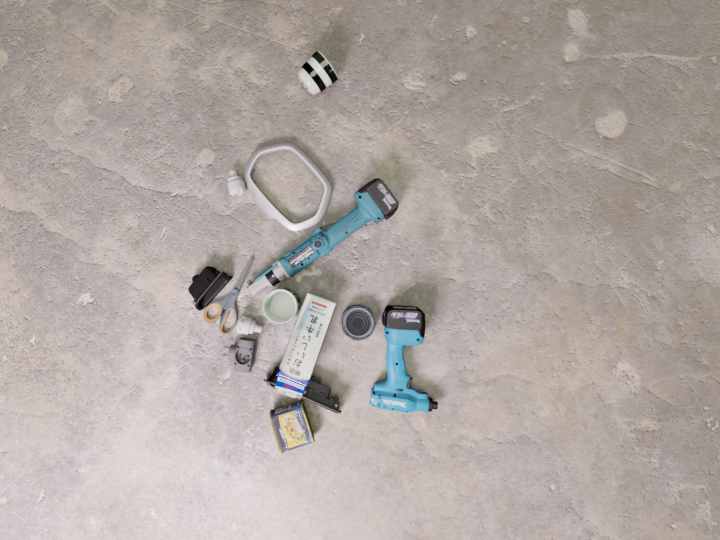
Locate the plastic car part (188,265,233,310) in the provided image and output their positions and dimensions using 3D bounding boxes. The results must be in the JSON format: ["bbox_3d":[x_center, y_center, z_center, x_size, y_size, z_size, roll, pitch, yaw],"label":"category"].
[{"bbox_3d":[-0.389,0.034,1.058,0.116,0.064,0.073,-45,72,3],"label":"plastic car part"}]

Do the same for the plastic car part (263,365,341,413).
[{"bbox_3d":[-0.137,0.283,1.019,0.205,0.065,0.067,18,78,4],"label":"plastic car part"}]

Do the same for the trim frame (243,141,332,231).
[{"bbox_3d":[-0.186,-0.216,1.075,0.184,0.027,0.250,-43,86,-1],"label":"trim frame"}]

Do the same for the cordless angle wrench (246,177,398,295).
[{"bbox_3d":[-0.102,-0.066,1.039,0.424,0.074,0.099,-35,87,3],"label":"cordless angle wrench"}]

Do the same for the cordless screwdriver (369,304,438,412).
[{"bbox_3d":[0.115,0.212,1.003,0.160,0.074,0.248,7,91,3],"label":"cordless screwdriver"}]
